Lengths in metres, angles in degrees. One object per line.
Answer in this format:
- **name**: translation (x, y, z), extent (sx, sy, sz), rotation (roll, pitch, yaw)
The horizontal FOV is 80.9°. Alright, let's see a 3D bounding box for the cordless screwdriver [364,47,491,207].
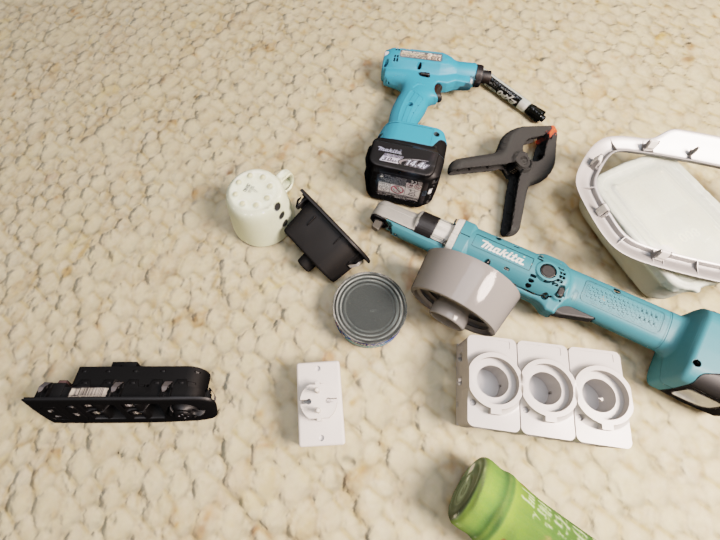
- **cordless screwdriver**: translation (0.095, -0.209, 0.587), extent (0.161, 0.072, 0.253), rotation (9, 64, 7)

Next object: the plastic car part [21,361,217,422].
- **plastic car part**: translation (-0.253, 0.137, 0.472), extent (0.205, 0.064, 0.069), rotation (1, 42, 6)

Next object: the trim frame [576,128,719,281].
- **trim frame**: translation (0.371, -0.077, 0.467), extent (0.254, 0.027, 0.186), rotation (14, 67, 11)

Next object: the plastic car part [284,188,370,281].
- **plastic car part**: translation (-0.052, -0.034, 0.532), extent (0.071, 0.064, 0.120), rotation (-41, 74, 2)

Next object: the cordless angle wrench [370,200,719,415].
- **cordless angle wrench**: translation (0.206, 0.013, 0.485), extent (0.437, 0.072, 0.098), rotation (27, 71, 17)
